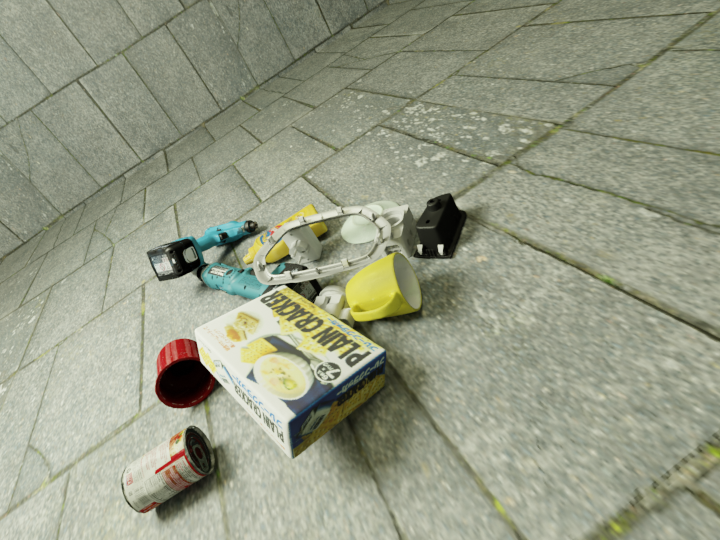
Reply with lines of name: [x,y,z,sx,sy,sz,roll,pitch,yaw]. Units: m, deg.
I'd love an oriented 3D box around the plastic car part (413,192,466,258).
plastic car part: [0.127,-0.083,0.699,0.069,0.067,0.117,1,49,37]

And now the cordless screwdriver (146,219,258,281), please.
cordless screwdriver: [-0.361,-0.062,0.995,0.165,0.073,0.246,-11,18,27]

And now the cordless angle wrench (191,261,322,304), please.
cordless angle wrench: [-0.251,0.021,0.868,0.445,0.071,0.097,9,50,46]

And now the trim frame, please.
trim frame: [-0.071,-0.046,0.723,0.253,0.026,0.189,-11,43,12]
